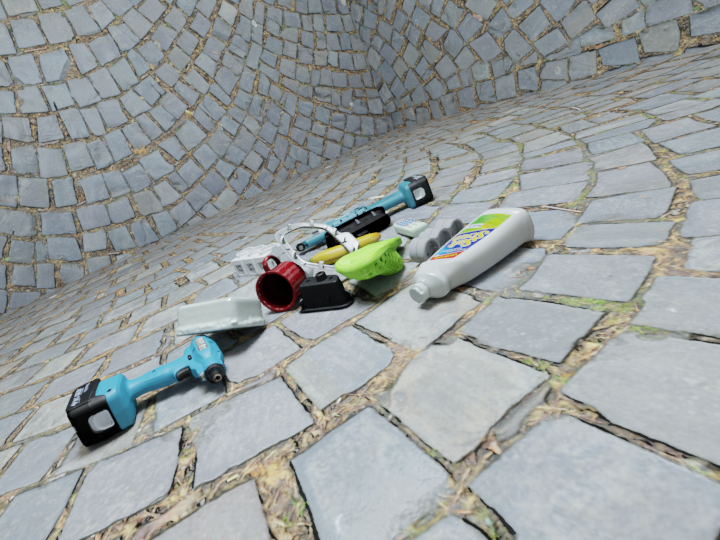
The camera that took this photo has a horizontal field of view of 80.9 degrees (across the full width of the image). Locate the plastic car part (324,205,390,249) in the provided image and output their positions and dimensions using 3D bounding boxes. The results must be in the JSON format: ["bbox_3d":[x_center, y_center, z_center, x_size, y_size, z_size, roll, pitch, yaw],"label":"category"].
[{"bbox_3d":[0.003,-0.111,1.123,0.199,0.064,0.071,-33,31,-26],"label":"plastic car part"}]

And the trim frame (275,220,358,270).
[{"bbox_3d":[-0.097,-0.064,0.995,0.178,0.027,0.262,-8,31,-26],"label":"trim frame"}]

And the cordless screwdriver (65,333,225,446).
[{"bbox_3d":[-0.348,0.198,0.709,0.244,0.072,0.166,-26,20,-21],"label":"cordless screwdriver"}]

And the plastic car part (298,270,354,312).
[{"bbox_3d":[-0.073,0.036,0.827,0.121,0.069,0.065,-12,22,34],"label":"plastic car part"}]

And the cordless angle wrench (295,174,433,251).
[{"bbox_3d":[0.003,-0.157,1.231,0.421,0.072,0.101,-26,19,-4],"label":"cordless angle wrench"}]
